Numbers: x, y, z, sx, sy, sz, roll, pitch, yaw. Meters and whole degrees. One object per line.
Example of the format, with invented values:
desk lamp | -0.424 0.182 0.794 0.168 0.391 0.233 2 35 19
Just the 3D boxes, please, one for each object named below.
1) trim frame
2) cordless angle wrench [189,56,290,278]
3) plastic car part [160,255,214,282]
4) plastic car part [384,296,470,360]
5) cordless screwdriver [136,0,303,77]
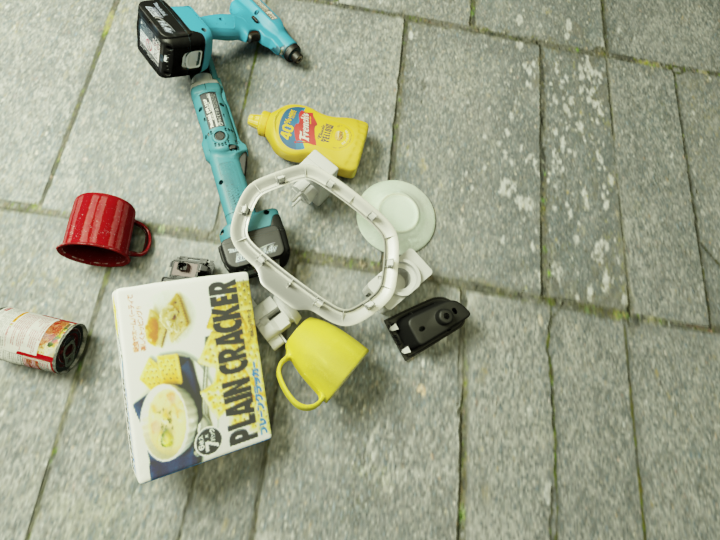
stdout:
trim frame | -0.056 -0.037 0.575 0.247 0.028 0.184 38 78 -4
cordless angle wrench | -0.216 -0.196 0.667 0.096 0.073 0.434 -17 73 -12
plastic car part | -0.258 0.076 0.580 0.067 0.066 0.205 7 77 2
plastic car part | 0.104 0.073 0.606 0.115 0.070 0.067 -26 81 -9
cordless screwdriver | -0.218 -0.374 0.685 0.162 0.074 0.244 46 52 8
